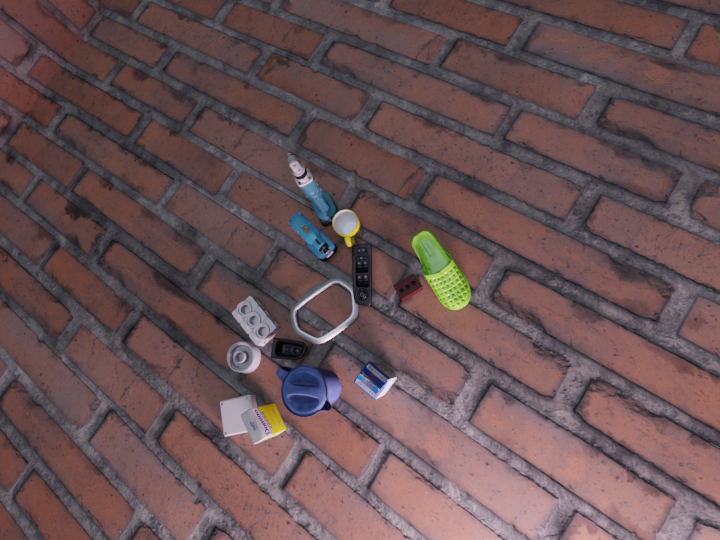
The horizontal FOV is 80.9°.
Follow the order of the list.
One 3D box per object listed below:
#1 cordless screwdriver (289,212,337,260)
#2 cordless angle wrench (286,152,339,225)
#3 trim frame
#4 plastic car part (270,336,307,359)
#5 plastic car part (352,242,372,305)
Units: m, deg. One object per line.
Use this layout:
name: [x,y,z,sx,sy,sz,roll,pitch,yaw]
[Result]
cordless screwdriver: [-0.133,-0.087,1.360,0.074,0.240,0.165,-44,72,-2]
cordless angle wrench: [-0.149,-0.250,1.319,0.075,0.408,0.101,-26,74,4]
trim frame: [-0.120,0.131,1.410,0.249,0.026,0.191,-37,69,3]
plastic car part: [-0.225,0.259,1.379,0.119,0.068,0.067,4,77,14]
plastic car part: [0.009,0.017,1.387,0.068,0.065,0.206,-3,74,12]
